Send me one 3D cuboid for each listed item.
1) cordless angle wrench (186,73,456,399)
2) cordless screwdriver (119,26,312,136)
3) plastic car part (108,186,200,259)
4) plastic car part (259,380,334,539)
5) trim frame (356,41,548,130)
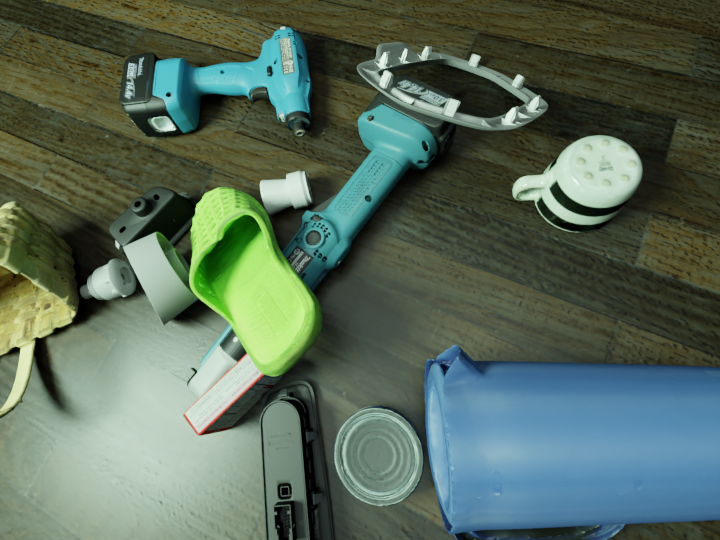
[{"bbox_3d":[-0.046,-0.030,0.476,0.102,0.071,0.422,35,83,20],"label":"cordless angle wrench"},{"bbox_3d":[-0.188,-0.232,0.569,0.250,0.072,0.163,-10,70,3],"label":"cordless screwdriver"},{"bbox_3d":[-0.262,-0.063,0.525,0.068,0.069,0.116,41,85,16],"label":"plastic car part"},{"bbox_3d":[-0.069,0.211,0.401,0.067,0.064,0.208,-12,67,11],"label":"plastic car part"},{"bbox_3d":[0.104,-0.206,0.458,0.192,0.027,0.243,34,45,22],"label":"trim frame"}]
